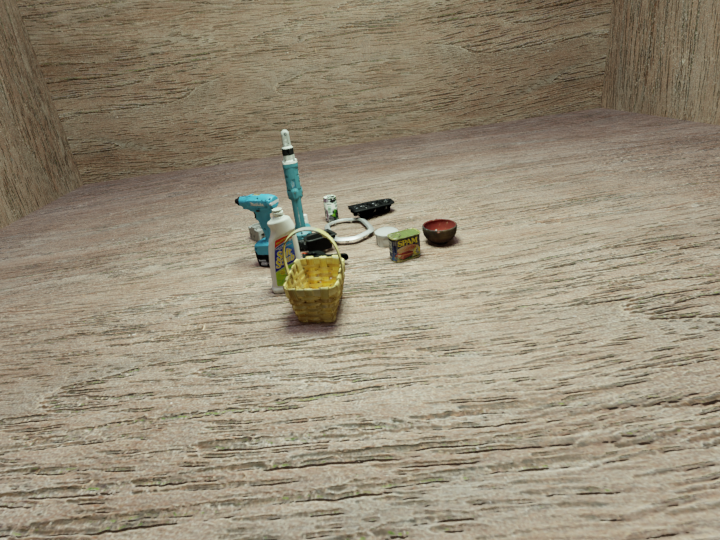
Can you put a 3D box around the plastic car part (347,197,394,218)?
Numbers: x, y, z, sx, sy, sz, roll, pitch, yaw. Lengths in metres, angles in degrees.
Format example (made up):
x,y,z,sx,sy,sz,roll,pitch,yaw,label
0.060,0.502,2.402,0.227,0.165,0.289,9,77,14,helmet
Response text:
x,y,z,sx,sy,sz,roll,pitch,yaw,label
0.051,-0.250,1.721,0.198,0.065,0.070,-20,28,-22,plastic car part

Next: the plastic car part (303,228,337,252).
x,y,z,sx,sy,sz,roll,pitch,yaw,label
-0.144,-0.094,1.469,0.113,0.069,0.070,-22,29,-26,plastic car part

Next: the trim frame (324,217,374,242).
x,y,z,sx,sy,sz,roll,pitch,yaw,label
-0.051,-0.156,1.611,0.182,0.027,0.259,-14,27,-9,trim frame

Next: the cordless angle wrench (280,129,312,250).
x,y,z,sx,sy,sz,roll,pitch,yaw,label
-0.229,-0.274,1.469,0.074,0.411,0.101,-9,24,-5,cordless angle wrench

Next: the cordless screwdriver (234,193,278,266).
x,y,z,sx,sy,sz,roll,pitch,yaw,label
-0.335,-0.138,1.423,0.166,0.242,0.073,6,27,27,cordless screwdriver
